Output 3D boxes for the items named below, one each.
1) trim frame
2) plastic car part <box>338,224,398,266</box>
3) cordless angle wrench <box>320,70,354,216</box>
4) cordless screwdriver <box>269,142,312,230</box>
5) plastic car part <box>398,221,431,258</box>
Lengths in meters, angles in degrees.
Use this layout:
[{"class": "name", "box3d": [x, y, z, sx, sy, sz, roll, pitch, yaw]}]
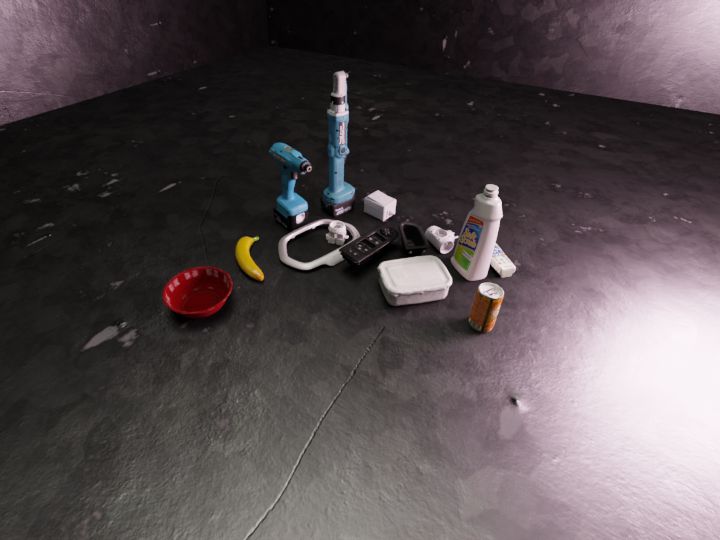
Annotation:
[{"class": "trim frame", "box3d": [-0.116, -0.076, 1.190, 0.242, 0.027, 0.195, -29, 47, -29]}, {"class": "plastic car part", "box3d": [0.029, -0.062, 1.138, 0.070, 0.065, 0.199, 29, 48, 30]}, {"class": "cordless angle wrench", "box3d": [-0.065, -0.358, 1.231, 0.095, 0.410, 0.079, -23, 45, -29]}, {"class": "cordless screwdriver", "box3d": [-0.190, -0.229, 1.210, 0.072, 0.241, 0.168, -26, 46, -31]}, {"class": "plastic car part", "box3d": [0.138, -0.073, 1.145, 0.065, 0.069, 0.121, -5, 39, -7]}]
